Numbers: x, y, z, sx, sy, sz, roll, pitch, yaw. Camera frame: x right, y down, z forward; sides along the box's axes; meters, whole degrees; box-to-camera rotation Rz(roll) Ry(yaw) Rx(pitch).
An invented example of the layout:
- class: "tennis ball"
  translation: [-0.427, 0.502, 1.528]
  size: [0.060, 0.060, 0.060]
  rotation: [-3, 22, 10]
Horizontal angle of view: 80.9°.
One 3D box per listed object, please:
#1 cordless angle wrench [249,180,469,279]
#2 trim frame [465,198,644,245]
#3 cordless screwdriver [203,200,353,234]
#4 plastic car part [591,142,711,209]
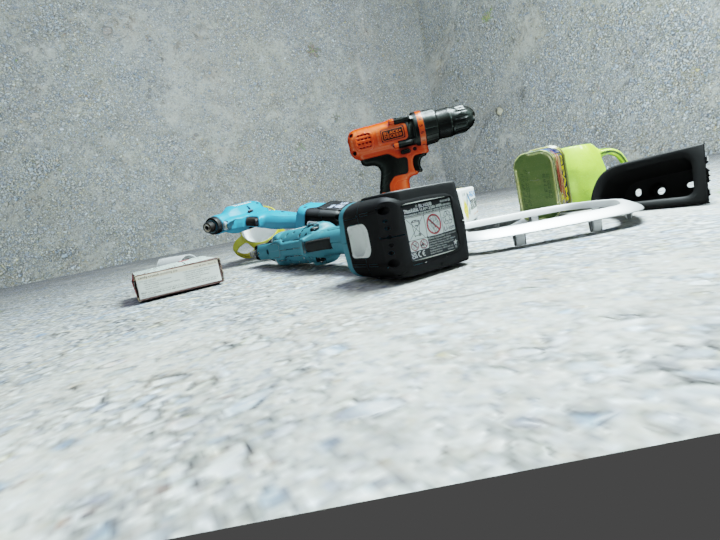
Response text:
- class: "cordless angle wrench"
  translation: [-0.053, -0.035, 0.541]
  size: [0.095, 0.074, 0.440]
  rotation: [-14, 7, -30]
- class: "trim frame"
  translation: [0.185, -0.052, 0.489]
  size: [0.249, 0.027, 0.186]
  rotation: [-13, 10, -1]
- class: "cordless screwdriver"
  translation: [-0.144, -0.084, 0.756]
  size: [0.258, 0.073, 0.156]
  rotation: [7, 19, 22]
- class: "plastic car part"
  translation: [0.357, -0.101, 0.511]
  size: [0.068, 0.066, 0.121]
  rotation: [3, -4, -31]
